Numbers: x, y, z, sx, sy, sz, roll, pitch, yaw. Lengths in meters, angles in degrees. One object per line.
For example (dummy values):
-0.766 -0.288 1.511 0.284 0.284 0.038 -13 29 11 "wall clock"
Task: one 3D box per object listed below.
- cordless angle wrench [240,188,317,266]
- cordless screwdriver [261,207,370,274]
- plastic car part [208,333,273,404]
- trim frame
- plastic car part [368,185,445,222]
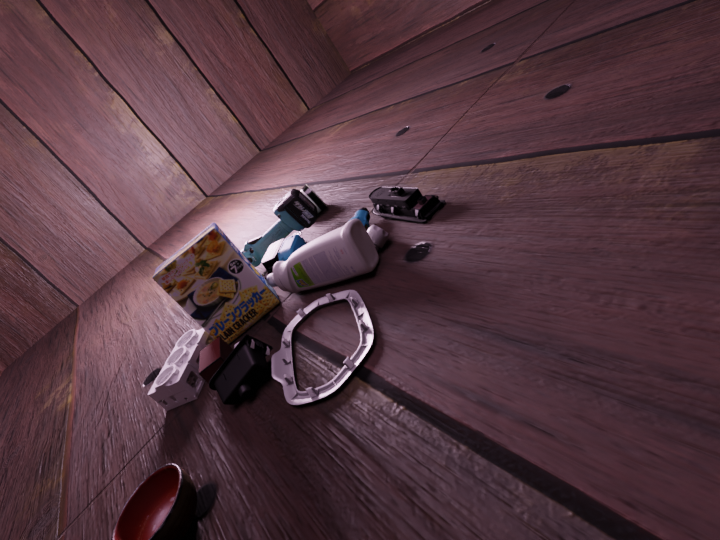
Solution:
-0.289 -0.040 1.118 0.426 0.095 0.076 -40 20 16 "cordless angle wrench"
-0.092 -0.060 0.944 0.257 0.071 0.161 -17 32 29 "cordless screwdriver"
-0.196 0.178 0.709 0.116 0.062 0.075 -52 40 1 "plastic car part"
-0.067 0.113 0.690 0.185 0.026 0.258 -35 29 7 "trim frame"
0.077 -0.144 0.883 0.066 0.064 0.212 -51 26 -12 "plastic car part"
